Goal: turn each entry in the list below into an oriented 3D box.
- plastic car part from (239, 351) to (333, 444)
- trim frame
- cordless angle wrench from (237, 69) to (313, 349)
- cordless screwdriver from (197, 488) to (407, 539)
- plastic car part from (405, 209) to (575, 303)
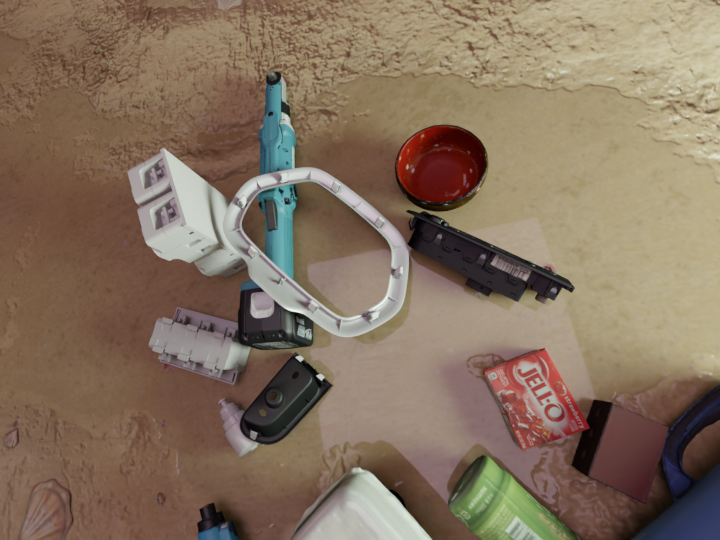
[{"bbox_3d":[-0.095,0.153,0.508,0.068,0.069,0.115,36,63,18],"label":"plastic car part"},{"bbox_3d":[-0.051,-0.033,0.517,0.253,0.027,0.182,41,66,9],"label":"trim frame"},{"bbox_3d":[-0.119,-0.108,0.602,0.076,0.094,0.433,-8,69,10],"label":"cordless angle wrench"},{"bbox_3d":[-0.067,0.313,0.471,0.251,0.071,0.164,-27,70,9],"label":"cordless screwdriver"},{"bbox_3d":[0.142,-0.014,0.516,0.211,0.064,0.067,33,112,19],"label":"plastic car part"}]
